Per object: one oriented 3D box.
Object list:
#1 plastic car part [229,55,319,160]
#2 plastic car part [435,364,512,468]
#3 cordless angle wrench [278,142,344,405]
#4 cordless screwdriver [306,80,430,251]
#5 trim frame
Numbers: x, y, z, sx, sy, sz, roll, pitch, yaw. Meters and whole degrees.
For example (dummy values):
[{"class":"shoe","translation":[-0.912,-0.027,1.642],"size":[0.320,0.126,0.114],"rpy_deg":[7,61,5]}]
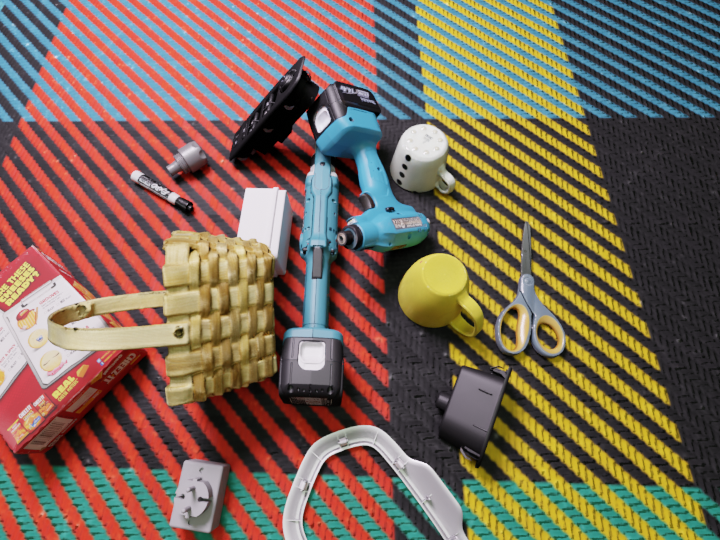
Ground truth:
[{"class":"plastic car part","translation":[-0.129,-0.231,0.641],"size":[0.064,0.207,0.068],"rpy_deg":[30,51,-25]},{"class":"plastic car part","translation":[0.130,0.164,0.512],"size":[0.074,0.063,0.117],"rpy_deg":[22,71,25]},{"class":"cordless angle wrench","translation":[-0.058,-0.038,0.595],"size":[0.074,0.095,0.434],"rpy_deg":[1,62,-2]},{"class":"cordless screwdriver","translation":[-0.007,-0.141,0.591],"size":[0.152,0.076,0.254],"rpy_deg":[-10,72,-43]},{"class":"trim frame","translation":[0.024,0.300,0.469],"size":[0.182,0.027,0.258],"rpy_deg":[-34,68,-13]}]
